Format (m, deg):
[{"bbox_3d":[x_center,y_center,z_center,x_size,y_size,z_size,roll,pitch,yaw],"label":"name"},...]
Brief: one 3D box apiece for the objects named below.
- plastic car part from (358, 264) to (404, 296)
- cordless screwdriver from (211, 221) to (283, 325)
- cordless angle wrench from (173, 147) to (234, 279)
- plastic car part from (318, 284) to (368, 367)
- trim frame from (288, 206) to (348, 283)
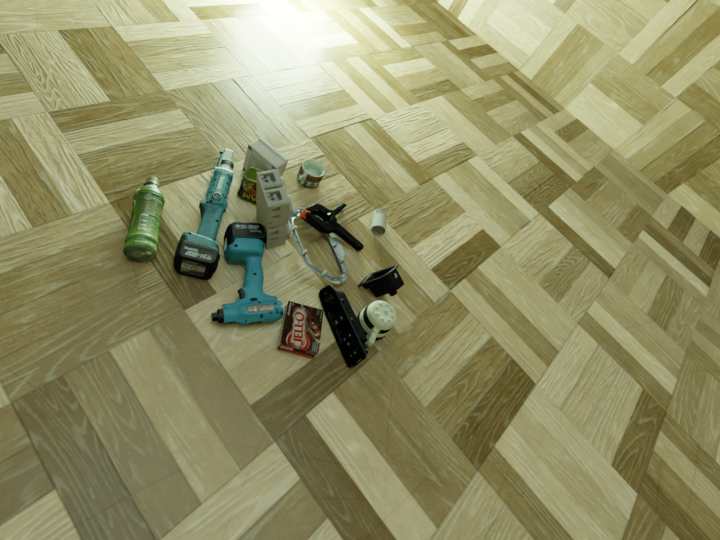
[{"bbox_3d":[0.064,0.036,1.103,0.065,0.121,0.069,-42,106,-40],"label":"plastic car part"},{"bbox_3d":[-0.280,0.008,0.989,0.153,0.074,0.257,-3,62,-27],"label":"cordless screwdriver"},{"bbox_3d":[-0.375,-0.173,1.083,0.095,0.074,0.435,13,49,-16],"label":"cordless angle wrench"},{"bbox_3d":[-0.035,0.123,1.019,0.064,0.067,0.210,-9,60,-42],"label":"plastic car part"},{"bbox_3d":[-0.109,-0.072,1.119,0.174,0.028,0.259,10,45,-51],"label":"trim frame"}]
